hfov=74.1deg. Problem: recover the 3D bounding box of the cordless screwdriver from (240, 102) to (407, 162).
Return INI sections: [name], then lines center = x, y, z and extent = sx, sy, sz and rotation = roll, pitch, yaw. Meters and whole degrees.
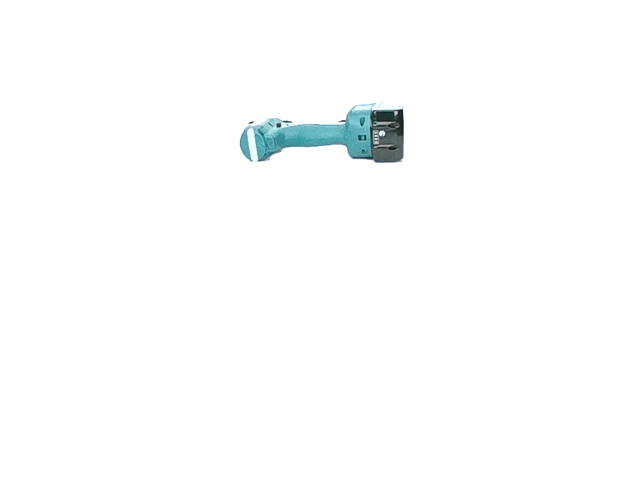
[cordless screwdriver]
center = 0.011, -0.173, 0.672
extent = 0.249, 0.074, 0.158
rotation = -1, 26, 11
